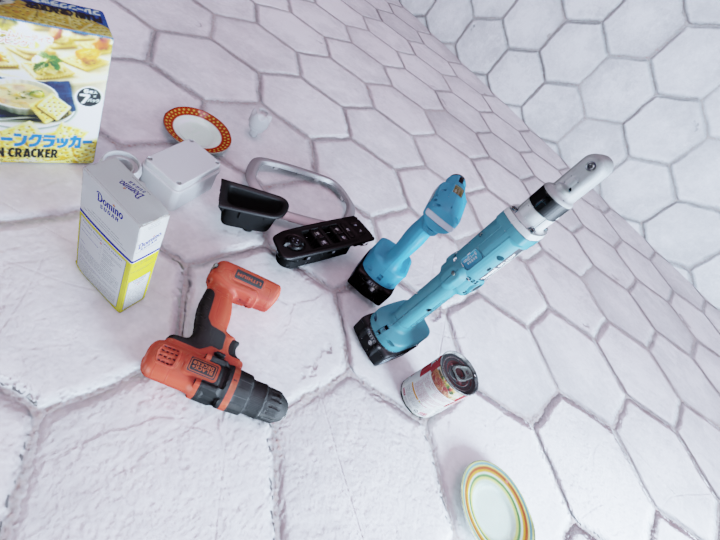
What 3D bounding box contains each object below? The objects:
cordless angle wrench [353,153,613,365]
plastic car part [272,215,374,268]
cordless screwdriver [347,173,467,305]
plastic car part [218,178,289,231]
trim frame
[{"bbox_3d":[0.141,0.002,0.572,0.094,0.426,0.077,-8,61,-43],"label":"cordless angle wrench"},{"bbox_3d":[-0.072,-0.047,0.741,0.195,0.067,0.069,-14,64,-44],"label":"plastic car part"},{"bbox_3d":[0.086,-0.057,0.724,0.074,0.250,0.159,39,40,-5],"label":"cordless screwdriver"},{"bbox_3d":[-0.184,-0.095,0.701,0.112,0.071,0.068,15,46,-26],"label":"plastic car part"},{"bbox_3d":[-0.114,-0.153,0.841,0.237,0.028,0.192,8,48,-31],"label":"trim frame"}]
